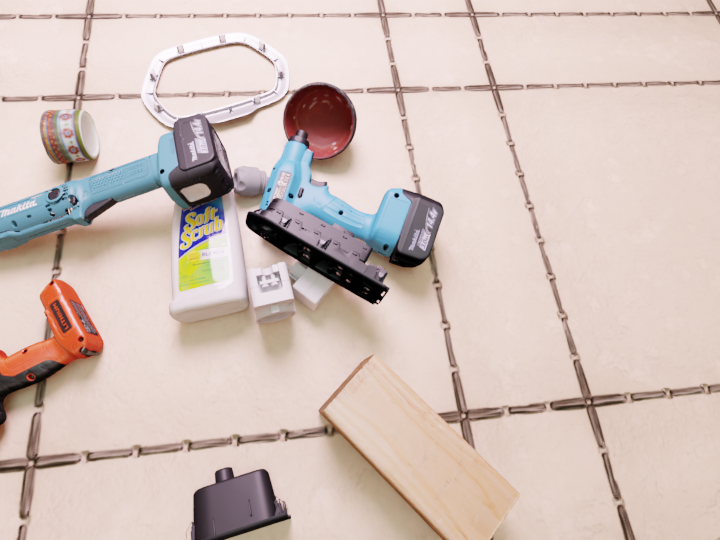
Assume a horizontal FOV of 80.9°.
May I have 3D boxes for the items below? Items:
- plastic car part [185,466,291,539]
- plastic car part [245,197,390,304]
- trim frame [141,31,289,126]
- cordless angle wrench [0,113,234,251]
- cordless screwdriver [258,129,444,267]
[{"bbox_3d":[-0.143,0.261,0.478,0.115,0.064,0.074,-11,57,-7],"label":"plastic car part"},{"bbox_3d":[-0.052,-0.034,0.534,0.205,0.065,0.067,26,73,6],"label":"plastic car part"},{"bbox_3d":[-0.240,-0.321,0.704,0.244,0.027,0.189,-21,73,-14],"label":"trim frame"},{"bbox_3d":[-0.381,-0.085,0.554,0.424,0.072,0.101,-19,66,2],"label":"cordless angle wrench"},{"bbox_3d":[-0.011,-0.102,0.604,0.251,0.073,0.160,16,80,4],"label":"cordless screwdriver"}]
